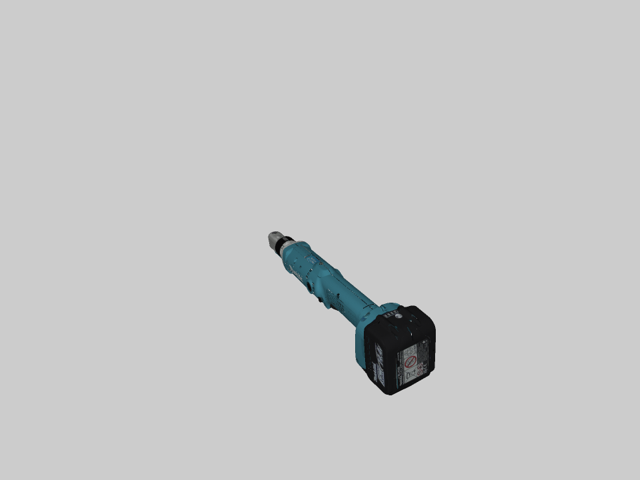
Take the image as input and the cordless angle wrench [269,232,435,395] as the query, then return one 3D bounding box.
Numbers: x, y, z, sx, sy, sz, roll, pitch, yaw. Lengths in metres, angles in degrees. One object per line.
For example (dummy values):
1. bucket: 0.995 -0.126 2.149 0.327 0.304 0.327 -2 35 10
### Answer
1. cordless angle wrench: 0.007 0.067 0.662 0.074 0.098 0.422 -19 29 -23
